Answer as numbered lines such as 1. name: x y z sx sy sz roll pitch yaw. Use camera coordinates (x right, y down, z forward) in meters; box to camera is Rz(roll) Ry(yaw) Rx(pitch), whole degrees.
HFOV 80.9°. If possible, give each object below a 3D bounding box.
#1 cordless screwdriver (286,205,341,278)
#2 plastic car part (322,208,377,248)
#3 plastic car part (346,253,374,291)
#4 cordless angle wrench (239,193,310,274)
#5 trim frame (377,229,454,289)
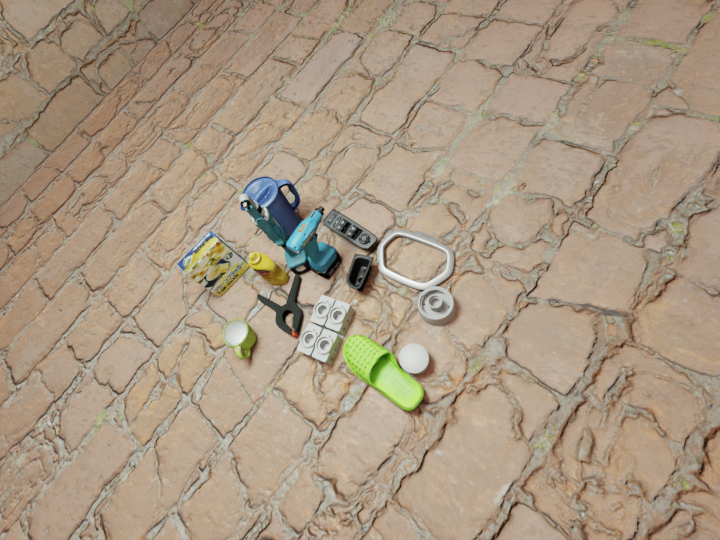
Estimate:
1. cordless screwdriver: -0.130 -0.085 1.334 0.078 0.237 0.159 28 77 28
2. plastic car part: -0.031 -0.127 1.418 0.214 0.064 0.066 33 79 31
3. plastic car part: 0.000 0.015 1.331 0.069 0.067 0.117 12 69 24
4. cordless angle wrench: -0.259 -0.113 1.300 0.075 0.402 0.102 -23 60 7
5. trim frame: 0.167 -0.039 1.318 0.261 0.026 0.184 22 74 29
